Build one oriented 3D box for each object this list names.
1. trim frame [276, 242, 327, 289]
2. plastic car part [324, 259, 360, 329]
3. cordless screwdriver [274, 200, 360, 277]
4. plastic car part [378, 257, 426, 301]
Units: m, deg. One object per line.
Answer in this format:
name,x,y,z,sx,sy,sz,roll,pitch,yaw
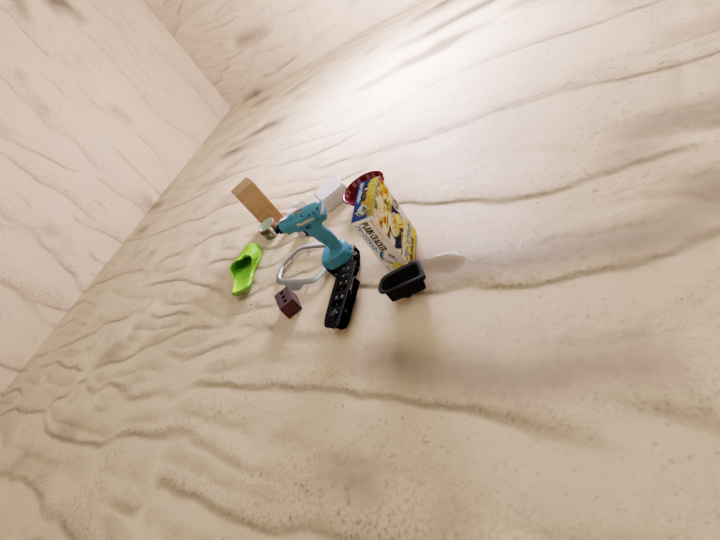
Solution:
trim frame,-0.180,-0.016,1.368,0.260,0.026,0.185,-3,50,41
plastic car part,-0.044,0.073,1.116,0.069,0.064,0.205,-12,44,35
cordless screwdriver,-0.117,-0.076,1.192,0.163,0.236,0.076,-23,37,24
plastic car part,0.107,0.035,1.014,0.118,0.067,0.068,-29,36,17
